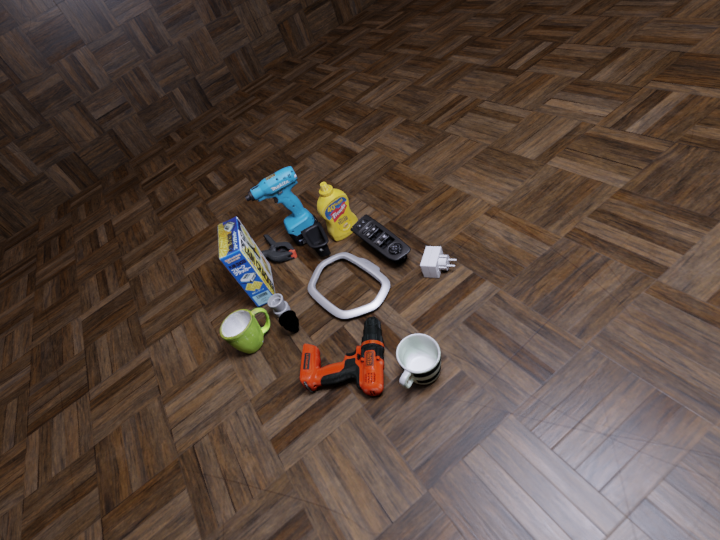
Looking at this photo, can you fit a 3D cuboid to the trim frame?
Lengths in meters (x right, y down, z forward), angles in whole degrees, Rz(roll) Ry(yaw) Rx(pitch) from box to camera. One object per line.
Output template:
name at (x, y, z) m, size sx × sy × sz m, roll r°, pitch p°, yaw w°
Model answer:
trim frame at (-0.034, 0.034, 1.119) m, size 0.183 × 0.026 × 0.263 m, roll -43°, pitch 44°, yaw -15°

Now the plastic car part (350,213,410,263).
plastic car part at (0.057, -0.076, 1.149) m, size 0.066 × 0.064 × 0.215 m, roll -38°, pitch 43°, yaw -12°

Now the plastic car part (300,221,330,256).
plastic car part at (-0.122, -0.080, 1.245) m, size 0.066 × 0.067 × 0.122 m, roll -29°, pitch 42°, yaw -2°

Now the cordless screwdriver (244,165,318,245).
cordless screwdriver at (-0.227, -0.180, 1.272) m, size 0.159 × 0.236 × 0.078 m, roll -28°, pitch 41°, yaw -2°
